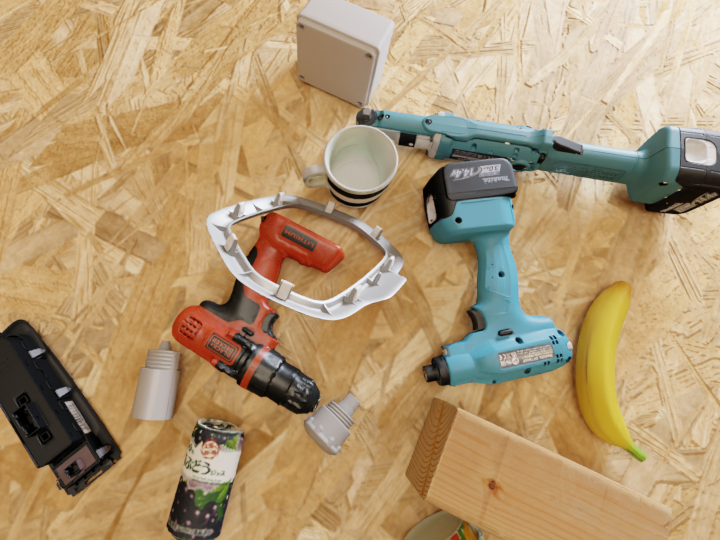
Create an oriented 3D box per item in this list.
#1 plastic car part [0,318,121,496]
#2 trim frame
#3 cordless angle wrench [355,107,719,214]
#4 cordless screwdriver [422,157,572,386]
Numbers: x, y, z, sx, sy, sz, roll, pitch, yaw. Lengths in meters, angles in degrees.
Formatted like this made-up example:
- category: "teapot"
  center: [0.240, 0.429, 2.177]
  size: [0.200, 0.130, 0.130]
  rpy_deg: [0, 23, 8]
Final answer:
- category: "plastic car part"
  center: [-0.350, 0.144, 0.455]
  size: [0.066, 0.065, 0.208]
  rpy_deg: [-40, 77, -4]
- category: "trim frame"
  center: [-0.042, -0.028, 0.430]
  size: [0.190, 0.243, 0.027]
  rpy_deg: [33, 115, 13]
- category: "cordless angle wrench"
  center: [0.202, -0.153, 0.527]
  size: [0.428, 0.096, 0.075]
  rpy_deg: [11, 77, 7]
- category: "cordless screwdriver"
  center: [0.126, 0.003, 0.489]
  size: [0.158, 0.074, 0.252]
  rpy_deg: [-12, 80, -4]
